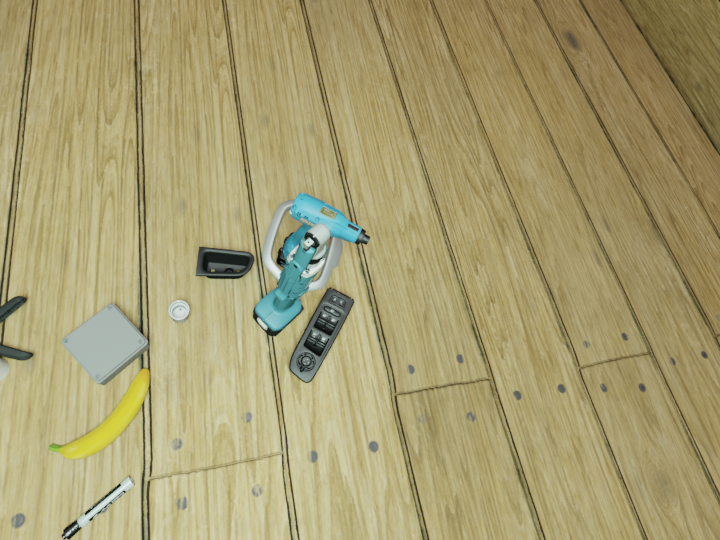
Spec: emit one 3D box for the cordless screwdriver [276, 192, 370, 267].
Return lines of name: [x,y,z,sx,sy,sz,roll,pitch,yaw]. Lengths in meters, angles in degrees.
cordless screwdriver: [-0.086,-0.057,0.884,0.158,0.249,0.075,28,62,-5]

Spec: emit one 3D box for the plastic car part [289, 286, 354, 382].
plastic car part: [-0.089,0.138,0.896,0.066,0.067,0.203,29,62,-4]

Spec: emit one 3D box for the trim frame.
trim frame: [-0.131,-0.067,1.002,0.182,0.027,0.252,16,63,-7]

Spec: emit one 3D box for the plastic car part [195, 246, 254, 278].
plastic car part: [-0.290,-0.006,0.908,0.114,0.071,0.067,5,66,-14]

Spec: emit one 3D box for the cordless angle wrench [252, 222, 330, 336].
cordless angle wrench: [-0.118,0.021,0.742,0.075,0.424,0.097,46,62,2]
